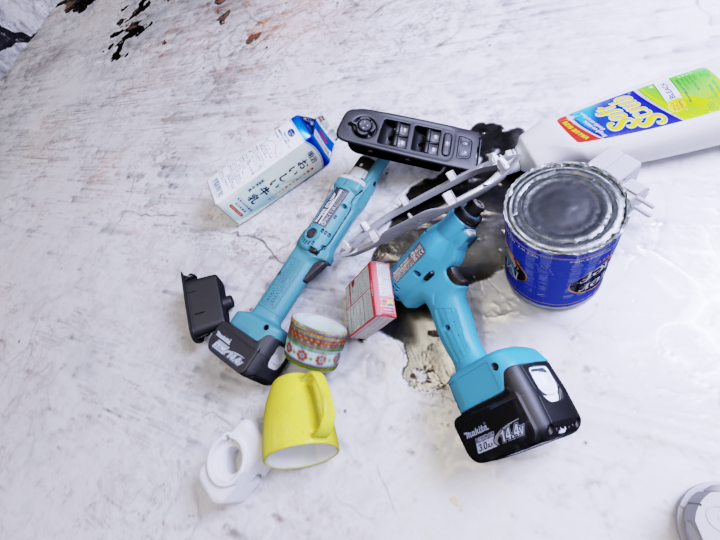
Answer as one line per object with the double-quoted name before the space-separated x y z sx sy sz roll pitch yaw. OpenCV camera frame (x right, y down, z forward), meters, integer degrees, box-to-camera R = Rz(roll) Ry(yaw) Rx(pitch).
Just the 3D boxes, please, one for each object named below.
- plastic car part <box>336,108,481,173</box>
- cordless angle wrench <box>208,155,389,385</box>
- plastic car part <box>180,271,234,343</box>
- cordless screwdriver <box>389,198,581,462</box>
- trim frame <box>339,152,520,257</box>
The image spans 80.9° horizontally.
"plastic car part" 0.065 -0.186 0.617 0.202 0.067 0.067 14 81 -2
"cordless angle wrench" -0.062 -0.040 0.630 0.103 0.070 0.423 23 74 33
"plastic car part" -0.239 0.054 0.676 0.071 0.063 0.122 -23 59 -4
"cordless screwdriver" 0.125 0.053 0.447 0.159 0.071 0.260 -54 46 35
"trim frame" 0.075 -0.082 0.529 0.255 0.027 0.183 -23 16 27
